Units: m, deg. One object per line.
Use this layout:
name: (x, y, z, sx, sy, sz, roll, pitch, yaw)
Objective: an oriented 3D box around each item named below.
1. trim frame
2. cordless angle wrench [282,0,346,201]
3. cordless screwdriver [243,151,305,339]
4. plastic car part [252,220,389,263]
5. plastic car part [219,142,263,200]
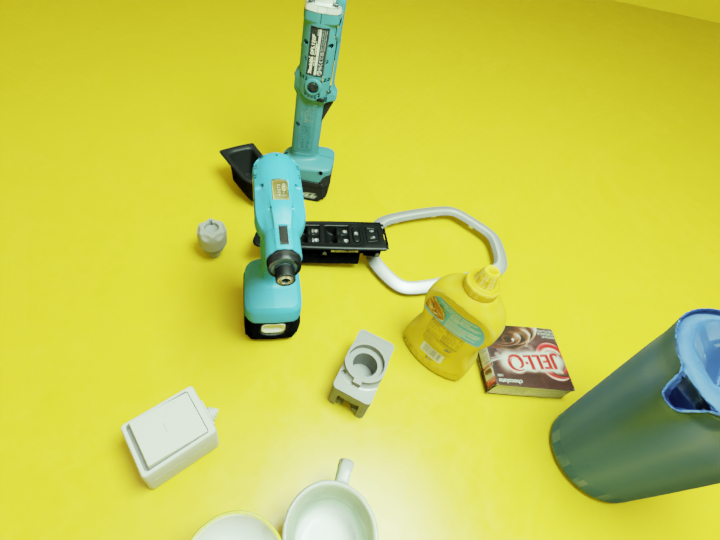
trim frame: (0.126, -0.035, 0.709, 0.242, 0.027, 0.193, -11, 53, -18)
cordless angle wrench: (-0.066, -0.285, 0.634, 0.097, 0.415, 0.076, 12, 50, -5)
cordless screwdriver: (-0.100, 0.006, 0.495, 0.073, 0.244, 0.165, -1, 52, -15)
plastic car part: (-0.064, -0.042, 0.659, 0.201, 0.065, 0.068, 4, 50, -7)
plastic car part: (-0.190, -0.159, 0.735, 0.064, 0.069, 0.122, -22, 58, -27)
